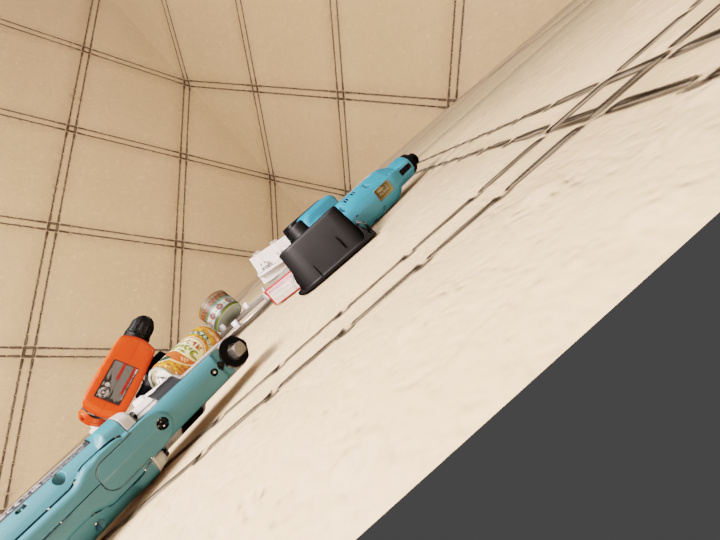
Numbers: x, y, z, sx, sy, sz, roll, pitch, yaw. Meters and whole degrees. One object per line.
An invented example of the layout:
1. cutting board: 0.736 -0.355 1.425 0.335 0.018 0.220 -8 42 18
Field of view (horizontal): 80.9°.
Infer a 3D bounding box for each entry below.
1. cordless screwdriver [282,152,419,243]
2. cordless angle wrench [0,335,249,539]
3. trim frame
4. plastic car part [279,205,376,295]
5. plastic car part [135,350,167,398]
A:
1. cordless screwdriver: -0.019 -0.098 0.664 0.158 0.073 0.256 -46 14 -24
2. cordless angle wrench: -0.210 0.180 0.227 0.100 0.074 0.418 -33 11 47
3. trim frame: -0.211 0.077 0.780 0.182 0.027 0.253 -45 8 -22
4. plastic car part: -0.048 -0.031 0.489 0.117 0.070 0.066 -38 6 5
5. plastic car part: -0.343 0.186 0.721 0.067 0.065 0.207 -54 12 -16
